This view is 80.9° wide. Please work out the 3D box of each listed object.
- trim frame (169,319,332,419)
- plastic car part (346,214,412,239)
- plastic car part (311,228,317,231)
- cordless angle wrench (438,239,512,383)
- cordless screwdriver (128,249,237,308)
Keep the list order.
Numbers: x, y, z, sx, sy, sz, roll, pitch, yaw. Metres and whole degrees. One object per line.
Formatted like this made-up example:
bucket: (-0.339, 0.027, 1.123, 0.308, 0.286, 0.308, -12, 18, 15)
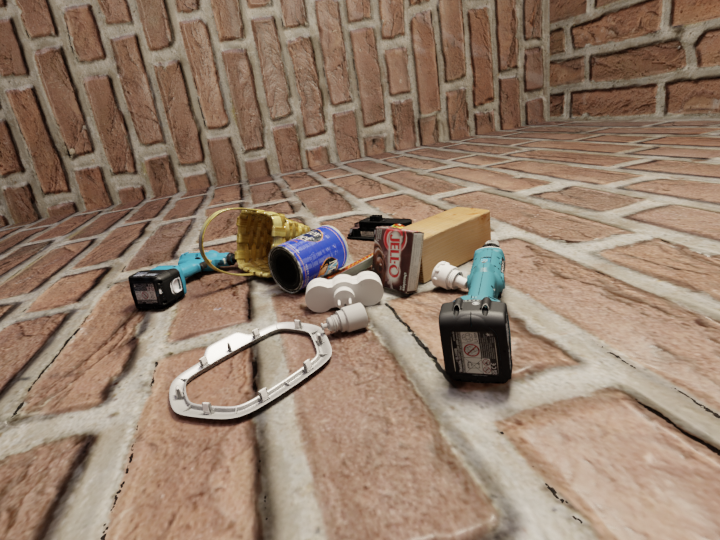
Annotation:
trim frame: (-0.155, 0.133, 0.614, 0.242, 0.027, 0.194, -29, 28, -37)
plastic car part: (0.060, -0.110, 1.089, 0.214, 0.066, 0.064, 12, 21, 38)
plastic car part: (-0.101, -0.066, 1.031, 0.120, 0.069, 0.065, 1, 20, 19)
cordless angle wrench: (0.196, 0.020, 0.662, 0.077, 0.096, 0.417, -5, 18, 22)
cordless screwdriver: (-0.399, 0.007, 0.980, 0.163, 0.073, 0.248, -4, 18, 14)
